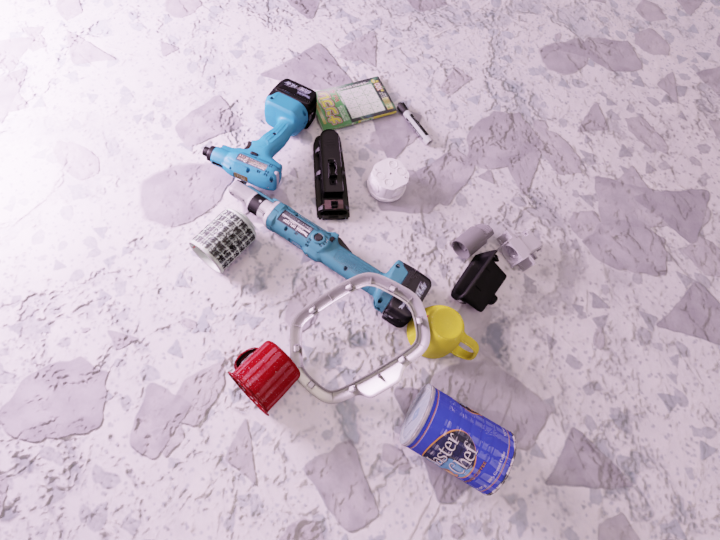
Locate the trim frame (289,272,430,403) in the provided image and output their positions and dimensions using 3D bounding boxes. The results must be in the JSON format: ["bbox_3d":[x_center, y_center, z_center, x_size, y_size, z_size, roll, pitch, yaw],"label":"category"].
[{"bbox_3d":[-0.008,0.114,0.699,0.250,0.027,0.187,-32,82,7],"label":"trim frame"}]

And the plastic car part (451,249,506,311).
[{"bbox_3d":[0.225,0.028,0.783,0.070,0.067,0.116,38,73,-7],"label":"plastic car part"}]

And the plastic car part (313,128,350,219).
[{"bbox_3d":[-0.062,-0.204,0.856,0.066,0.065,0.208,-5,66,-1],"label":"plastic car part"}]

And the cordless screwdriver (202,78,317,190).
[{"bbox_3d":[-0.196,-0.283,0.857,0.161,0.073,0.250,22,63,4],"label":"cordless screwdriver"}]

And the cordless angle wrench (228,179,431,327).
[{"bbox_3d":[-0.077,-0.050,0.787,0.433,0.073,0.097,33,67,12],"label":"cordless angle wrench"}]
